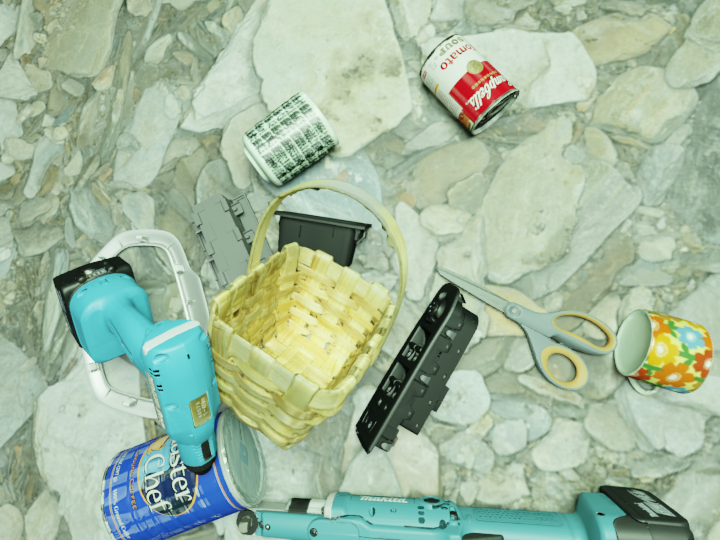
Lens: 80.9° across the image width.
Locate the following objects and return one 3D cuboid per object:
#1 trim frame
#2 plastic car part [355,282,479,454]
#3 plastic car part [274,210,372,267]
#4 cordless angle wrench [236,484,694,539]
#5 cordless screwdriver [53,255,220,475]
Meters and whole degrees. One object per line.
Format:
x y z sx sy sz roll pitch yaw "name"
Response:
-0.283 0.064 0.548 0.185 0.027 0.254 -19 76 4 "trim frame"
0.070 0.110 0.466 0.067 0.066 0.203 27 85 0 "plastic car part"
-0.050 -0.033 0.516 0.119 0.065 0.070 7 96 12 "plastic car part"
0.076 0.264 0.430 0.431 0.095 0.075 -3 81 12 "cordless angle wrench"
-0.227 0.088 0.437 0.263 0.072 0.155 22 124 38 "cordless screwdriver"
